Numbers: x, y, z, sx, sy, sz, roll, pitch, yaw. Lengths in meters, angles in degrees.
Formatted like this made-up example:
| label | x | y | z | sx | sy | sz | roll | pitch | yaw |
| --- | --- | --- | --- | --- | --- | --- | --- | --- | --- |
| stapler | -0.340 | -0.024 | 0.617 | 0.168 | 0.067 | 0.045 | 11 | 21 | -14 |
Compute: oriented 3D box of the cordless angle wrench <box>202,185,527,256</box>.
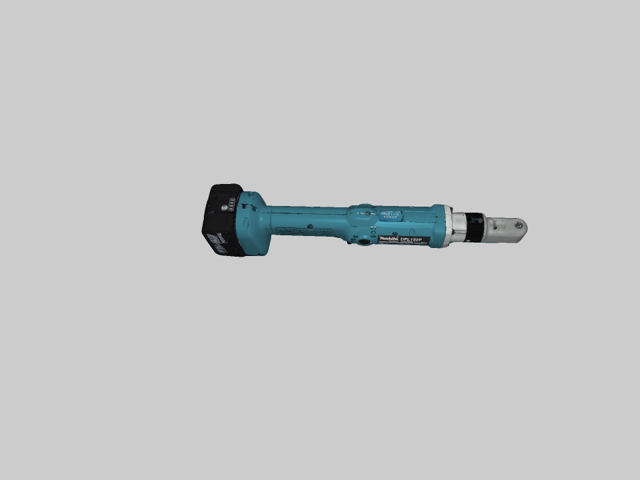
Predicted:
| label | x | y | z | sx | sy | sz | roll | pitch | yaw |
| --- | --- | --- | --- | --- | --- | --- | --- | --- | --- |
| cordless angle wrench | 0.059 | -0.020 | 0.576 | 0.423 | 0.074 | 0.098 | 2 | -27 | 6 |
